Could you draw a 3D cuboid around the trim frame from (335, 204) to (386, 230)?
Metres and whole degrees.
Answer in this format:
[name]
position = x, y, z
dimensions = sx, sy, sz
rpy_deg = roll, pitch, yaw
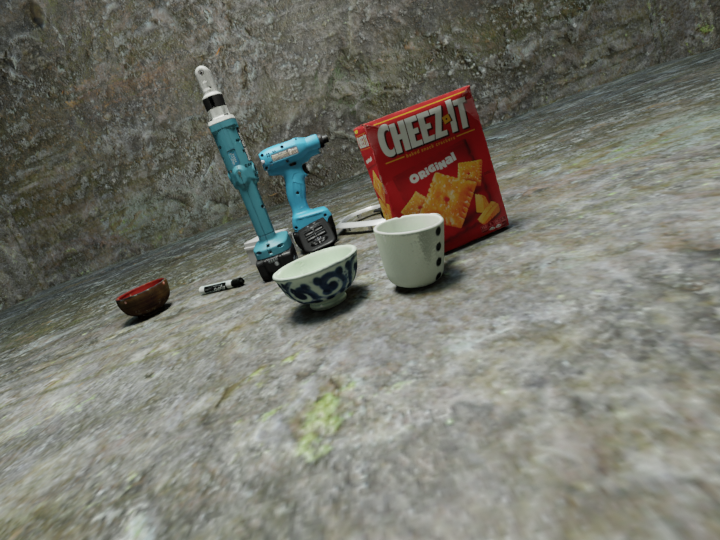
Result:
[trim frame]
position = 0.049, -0.132, 1.001
dimensions = 0.180, 0.027, 0.260
rpy_deg = -32, 20, -35

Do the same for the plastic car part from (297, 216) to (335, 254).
[plastic car part]
position = -0.082, -0.054, 0.840
dimensions = 0.066, 0.065, 0.208
rpy_deg = -22, 16, -5

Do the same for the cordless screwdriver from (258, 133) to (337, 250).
[cordless screwdriver]
position = -0.114, -0.178, 0.961
dimensions = 0.158, 0.244, 0.076
rpy_deg = -21, 12, -5

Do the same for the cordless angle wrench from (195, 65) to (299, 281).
[cordless angle wrench]
position = -0.229, -0.188, 0.827
dimensions = 0.075, 0.415, 0.099
rpy_deg = -20, 12, 2
